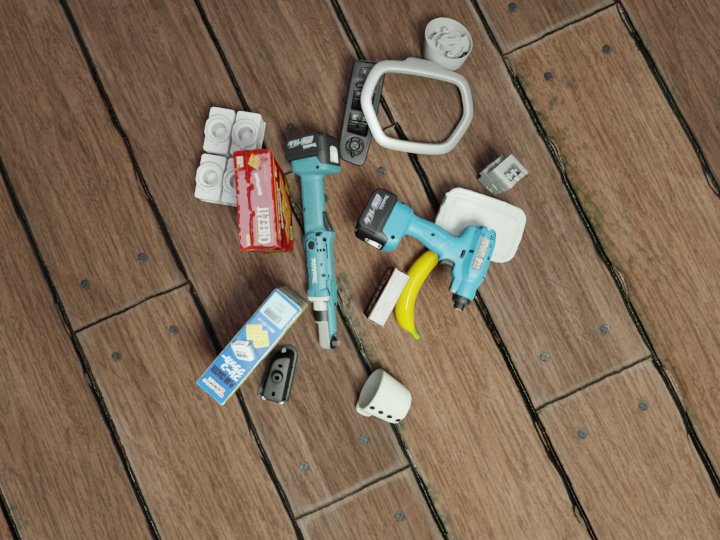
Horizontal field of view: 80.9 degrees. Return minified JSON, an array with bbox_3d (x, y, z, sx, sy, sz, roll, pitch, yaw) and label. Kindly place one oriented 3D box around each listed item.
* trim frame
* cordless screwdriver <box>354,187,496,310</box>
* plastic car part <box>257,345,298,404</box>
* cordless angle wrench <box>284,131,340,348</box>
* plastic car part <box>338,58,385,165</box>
[{"bbox_3d":[0.116,-0.327,0.842,0.242,0.028,0.182,2,99,-15],"label":"trim frame"},{"bbox_3d":[0.109,-0.040,0.772,0.251,0.073,0.160,22,79,3],"label":"cordless screwdriver"},{"bbox_3d":[-0.163,0.210,0.836,0.066,0.071,0.116,14,91,-2],"label":"plastic car part"},{"bbox_3d":[-0.082,-0.054,0.842,0.102,0.071,0.422,-3,92,28],"label":"cordless angle wrench"},{"bbox_3d":[-0.003,-0.314,0.859,0.065,0.068,0.202,10,92,-8],"label":"plastic car part"}]
